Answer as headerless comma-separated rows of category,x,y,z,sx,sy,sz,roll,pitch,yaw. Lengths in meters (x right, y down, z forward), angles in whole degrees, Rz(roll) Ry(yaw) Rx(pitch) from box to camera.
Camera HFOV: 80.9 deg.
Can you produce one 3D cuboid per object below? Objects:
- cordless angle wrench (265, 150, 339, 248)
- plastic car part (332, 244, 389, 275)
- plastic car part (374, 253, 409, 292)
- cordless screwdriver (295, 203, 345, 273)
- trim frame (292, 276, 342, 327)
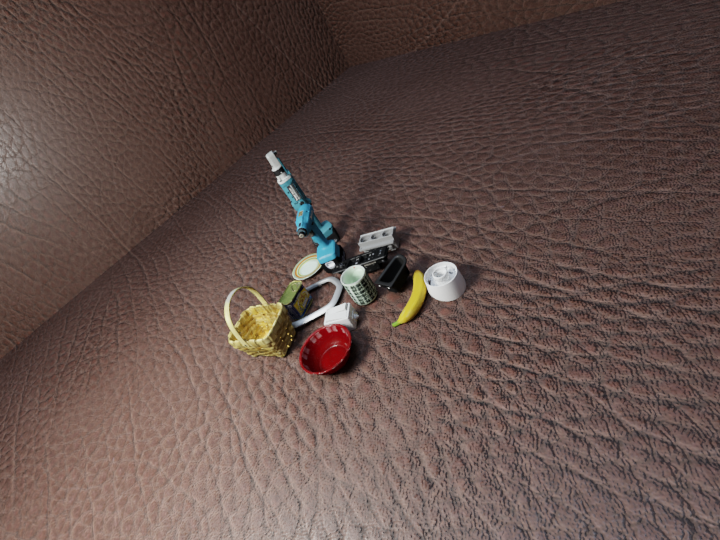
cordless angle wrench,-0.216,-0.249,1.522,0.097,0.403,0.078,-37,32,-6
plastic car part,0.004,-0.019,1.362,0.209,0.064,0.067,-15,38,27
plastic car part,0.107,0.018,1.228,0.069,0.067,0.116,11,54,47
cordless screwdriver,-0.138,-0.090,1.413,0.076,0.237,0.163,-22,34,18
trim frame,-0.167,0.103,1.391,0.250,0.026,0.192,-30,34,6
